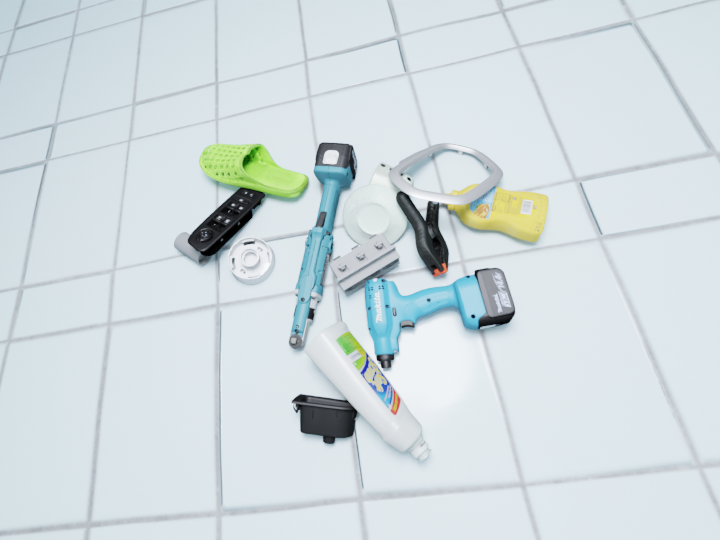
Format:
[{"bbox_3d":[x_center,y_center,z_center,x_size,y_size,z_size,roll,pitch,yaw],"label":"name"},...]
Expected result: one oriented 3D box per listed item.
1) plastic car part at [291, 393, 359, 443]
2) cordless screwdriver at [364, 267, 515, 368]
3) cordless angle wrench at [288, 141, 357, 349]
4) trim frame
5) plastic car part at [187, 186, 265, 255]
[{"bbox_3d":[-0.059,0.257,0.724,0.119,0.064,0.071,7,85,11],"label":"plastic car part"},{"bbox_3d":[0.135,0.082,0.745,0.254,0.071,0.162,-8,72,13],"label":"cordless screwdriver"},{"bbox_3d":[-0.083,-0.054,0.848,0.076,0.094,0.428,7,73,12],"label":"cordless angle wrench"},{"bbox_3d":[0.166,-0.192,0.824,0.193,0.027,0.244,33,52,27],"label":"trim frame"},{"bbox_3d":[-0.288,-0.101,0.907,0.068,0.066,0.202,27,51,12],"label":"plastic car part"}]
